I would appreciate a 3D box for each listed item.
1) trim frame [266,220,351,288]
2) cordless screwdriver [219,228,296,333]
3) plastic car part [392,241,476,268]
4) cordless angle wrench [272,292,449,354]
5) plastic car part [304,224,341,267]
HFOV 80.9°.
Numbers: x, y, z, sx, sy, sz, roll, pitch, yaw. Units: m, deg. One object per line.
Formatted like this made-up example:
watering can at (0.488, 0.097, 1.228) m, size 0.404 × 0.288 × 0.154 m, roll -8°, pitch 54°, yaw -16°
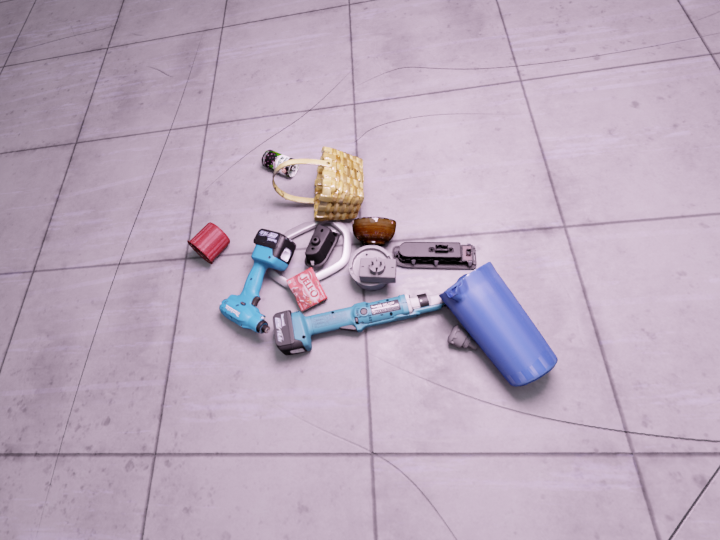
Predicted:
trim frame at (-0.139, -0.051, 1.127) m, size 0.248 × 0.026 × 0.192 m, roll -28°, pitch 63°, yaw -1°
cordless screwdriver at (-0.240, 0.027, 1.056) m, size 0.168 × 0.070 × 0.249 m, roll 20°, pitch 80°, yaw 34°
plastic car part at (0.179, -0.041, 1.041) m, size 0.208 × 0.064 × 0.067 m, roll 0°, pitch 72°, yaw 14°
cordless angle wrench at (0.008, 0.108, 0.999) m, size 0.425 × 0.071 × 0.101 m, roll -13°, pitch 64°, yaw 3°
plastic car part at (-0.106, -0.069, 1.080) m, size 0.068 × 0.068 × 0.117 m, roll 18°, pitch 66°, yaw 18°
